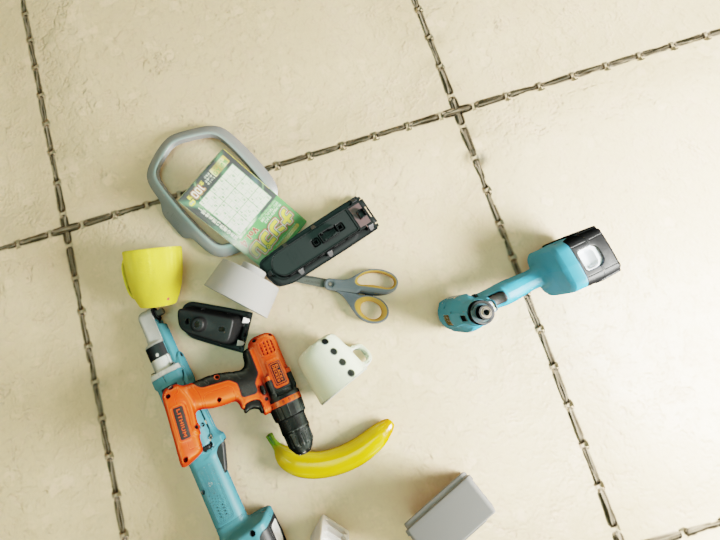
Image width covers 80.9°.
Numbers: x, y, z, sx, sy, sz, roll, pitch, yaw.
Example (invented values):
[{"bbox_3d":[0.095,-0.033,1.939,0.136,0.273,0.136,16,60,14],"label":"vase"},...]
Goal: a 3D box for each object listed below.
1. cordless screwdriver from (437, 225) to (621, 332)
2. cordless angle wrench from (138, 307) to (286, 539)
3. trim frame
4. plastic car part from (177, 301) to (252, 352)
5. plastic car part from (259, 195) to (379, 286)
[{"bbox_3d":[0.238,0.019,0.597,0.248,0.158,0.075,-25,85,-4],"label":"cordless screwdriver"},{"bbox_3d":[-0.243,0.250,0.636,0.098,0.073,0.432,-29,78,-3],"label":"cordless angle wrench"},{"bbox_3d":[-0.253,-0.138,0.719,0.184,0.027,0.252,-43,83,-5],"label":"trim frame"},{"bbox_3d":[-0.237,0.085,0.660,0.117,0.070,0.066,13,82,1],"label":"plastic car part"},{"bbox_3d":[-0.066,-0.043,0.671,0.202,0.068,0.066,-33,95,-3],"label":"plastic car part"}]
